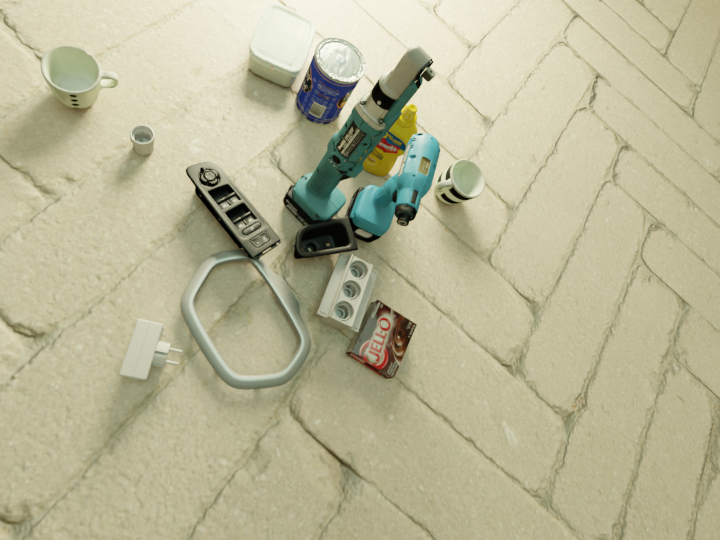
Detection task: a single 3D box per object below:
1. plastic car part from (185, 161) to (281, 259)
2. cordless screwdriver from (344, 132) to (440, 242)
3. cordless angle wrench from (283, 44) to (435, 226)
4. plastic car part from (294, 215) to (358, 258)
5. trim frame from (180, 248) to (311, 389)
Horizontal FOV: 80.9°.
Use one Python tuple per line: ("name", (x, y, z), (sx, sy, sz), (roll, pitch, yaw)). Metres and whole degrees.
("plastic car part", (-0.228, -0.105, 0.742), (0.065, 0.068, 0.204), (-36, 86, -27))
("cordless screwdriver", (0.044, -0.112, 0.736), (0.072, 0.252, 0.161), (25, 66, -15))
("cordless angle wrench", (-0.019, -0.179, 0.640), (0.098, 0.429, 0.073), (48, 63, -4))
("plastic car part", (-0.076, -0.049, 0.772), (0.113, 0.072, 0.067), (-13, 79, -24))
("trim frame", (-0.188, 0.080, 0.712), (0.181, 0.028, 0.251), (-33, 84, -26))
